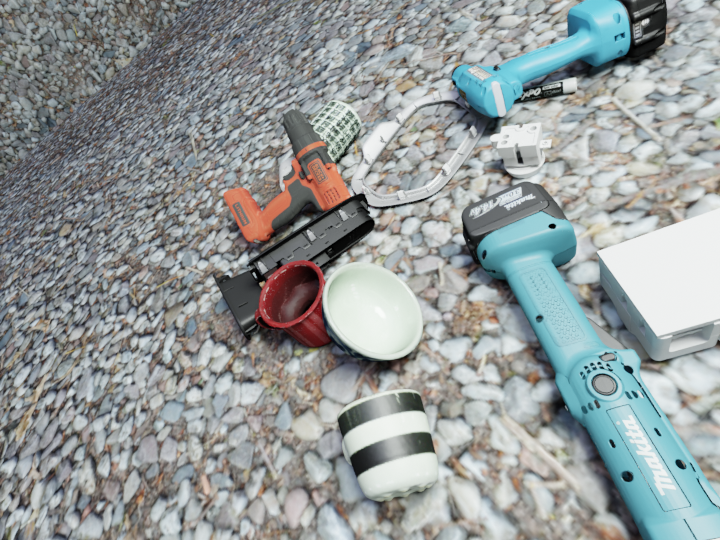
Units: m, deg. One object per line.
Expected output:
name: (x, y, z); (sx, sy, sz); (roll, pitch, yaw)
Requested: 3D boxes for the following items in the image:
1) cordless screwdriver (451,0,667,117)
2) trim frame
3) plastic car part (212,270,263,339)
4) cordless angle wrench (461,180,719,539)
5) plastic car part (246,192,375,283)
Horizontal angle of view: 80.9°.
cordless screwdriver: (0.258, -0.307, 0.591); (0.252, 0.071, 0.165); (-24, 36, 10)
trim frame: (0.087, -0.198, 0.664); (0.195, 0.026, 0.248); (25, 75, 42)
plastic car part: (-0.162, 0.044, 0.626); (0.070, 0.063, 0.123); (-34, 48, -15)
cordless angle wrench: (0.202, 0.099, 0.348); (0.099, 0.070, 0.440); (-26, 50, 14)
plastic car part: (-0.058, -0.038, 0.598); (0.201, 0.063, 0.071); (-38, 58, -13)
